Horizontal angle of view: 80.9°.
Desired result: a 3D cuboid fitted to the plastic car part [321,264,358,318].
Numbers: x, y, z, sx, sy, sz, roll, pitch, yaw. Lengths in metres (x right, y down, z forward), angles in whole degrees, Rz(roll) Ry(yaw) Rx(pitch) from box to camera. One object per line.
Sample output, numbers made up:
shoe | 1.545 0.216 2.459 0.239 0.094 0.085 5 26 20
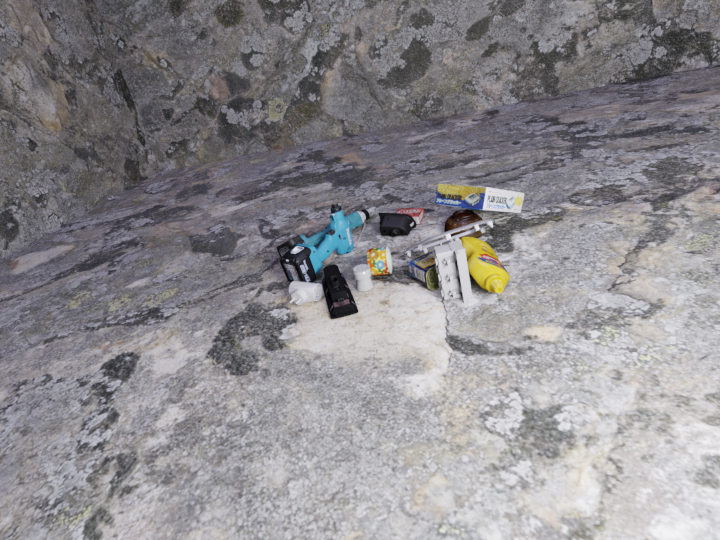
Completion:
plastic car part | -0.063 0.042 1.049 0.066 0.065 0.210 -22 25 -2

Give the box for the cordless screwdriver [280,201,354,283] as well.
cordless screwdriver | -0.116 -0.076 1.188 0.078 0.154 0.244 10 36 39

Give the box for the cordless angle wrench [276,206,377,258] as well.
cordless angle wrench | -0.081 -0.130 1.359 0.412 0.074 0.101 -33 7 -40

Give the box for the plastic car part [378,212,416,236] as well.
plastic car part | 0.106 -0.134 1.306 0.122 0.063 0.071 7 47 29

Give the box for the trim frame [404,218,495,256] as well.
trim frame | 0.227 -0.081 1.074 0.246 0.028 0.184 -20 -4 -10
